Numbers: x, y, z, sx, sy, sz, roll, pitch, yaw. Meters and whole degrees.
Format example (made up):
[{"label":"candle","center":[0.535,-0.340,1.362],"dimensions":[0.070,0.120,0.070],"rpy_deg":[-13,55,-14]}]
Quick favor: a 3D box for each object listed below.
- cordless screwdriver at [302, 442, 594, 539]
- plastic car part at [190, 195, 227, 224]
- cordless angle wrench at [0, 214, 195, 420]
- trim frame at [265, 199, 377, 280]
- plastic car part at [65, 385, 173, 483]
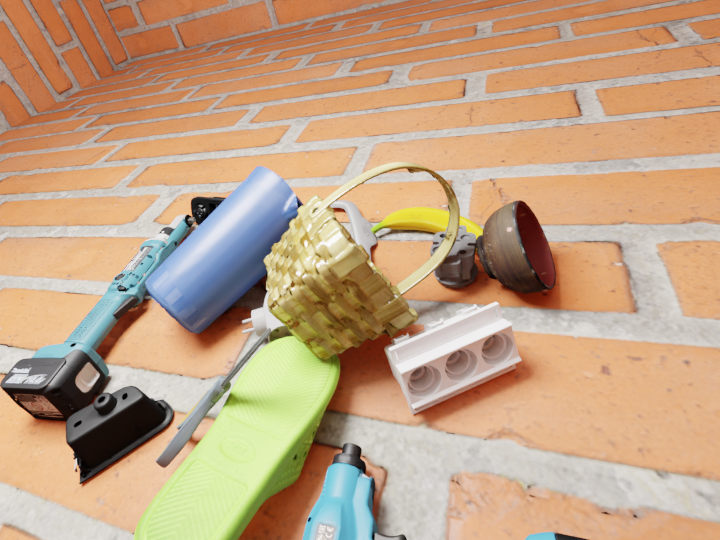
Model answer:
[{"label":"cordless screwdriver","center":[0.073,0.216,0.306],"dimensions":[0.257,0.071,0.161],"rpy_deg":[-4,41,21]},{"label":"plastic car part","center":[-0.249,-0.115,0.817],"dimensions":[0.212,0.064,0.066],"rpy_deg":[9,35,28]},{"label":"cordless angle wrench","center":[-0.382,0.032,0.695],"dimensions":[0.100,0.071,0.431],"rpy_deg":[-5,39,14]},{"label":"trim frame","center":[-0.068,-0.044,0.694],"dimensions":[0.185,0.026,0.258],"rpy_deg":[-16,38,4]},{"label":"plastic car part","center":[-0.289,0.174,0.492],"dimensions":[0.115,0.068,0.070],"rpy_deg":[-33,43,-14]}]
